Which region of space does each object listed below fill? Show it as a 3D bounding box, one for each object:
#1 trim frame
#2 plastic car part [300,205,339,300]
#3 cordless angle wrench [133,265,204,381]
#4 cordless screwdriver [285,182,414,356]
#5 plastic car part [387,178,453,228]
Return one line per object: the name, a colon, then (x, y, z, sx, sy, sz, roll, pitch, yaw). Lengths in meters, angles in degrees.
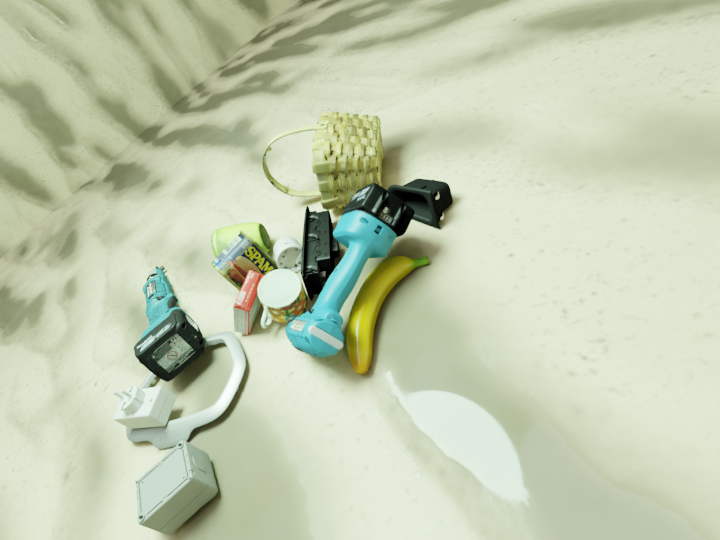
trim frame: (-0.287, 0.192, 0.693, 0.254, 0.026, 0.190, -20, 41, 18)
plastic car part: (-0.072, -0.047, 0.738, 0.068, 0.063, 0.211, -19, 41, 7)
cordless angle wrench: (-0.405, 0.070, 0.859, 0.097, 0.071, 0.445, -42, 32, -11)
cordless screwdriver: (-0.029, 0.002, 0.608, 0.249, 0.072, 0.163, -63, 18, -16)
plastic car part: (0.102, -0.123, 0.688, 0.070, 0.063, 0.123, -31, 33, -18)
